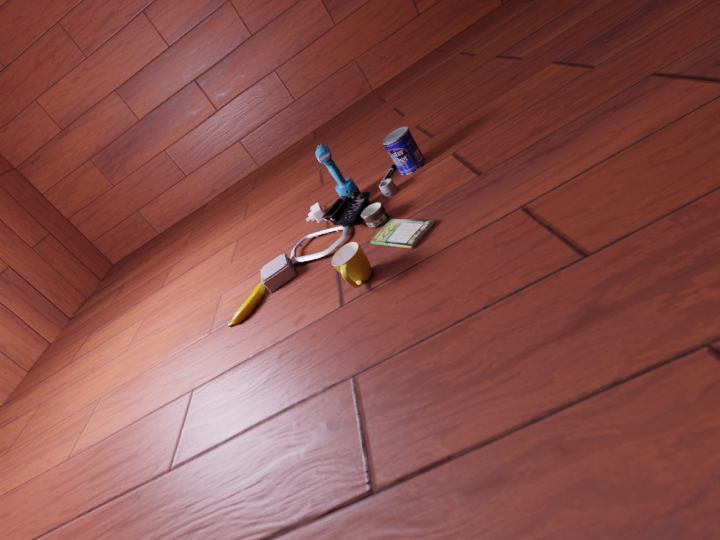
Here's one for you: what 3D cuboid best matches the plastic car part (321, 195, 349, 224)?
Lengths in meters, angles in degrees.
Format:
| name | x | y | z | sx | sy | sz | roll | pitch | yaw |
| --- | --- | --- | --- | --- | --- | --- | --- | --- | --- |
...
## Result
| name | x | y | z | sx | sy | sz | roll | pitch | yaw |
| --- | --- | --- | --- | --- | --- | --- | --- | --- | --- |
| plastic car part | -0.071 | -0.205 | 1.505 | 0.069 | 0.068 | 0.116 | 3 | 46 | 52 |

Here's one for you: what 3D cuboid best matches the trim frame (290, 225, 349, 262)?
| name | x | y | z | sx | sy | sz | roll | pitch | yaw |
| --- | --- | --- | --- | --- | --- | --- | --- | --- | --- |
| trim frame | -0.143 | -0.093 | 1.460 | 0.258 | 0.026 | 0.185 | -13 | 36 | 37 |

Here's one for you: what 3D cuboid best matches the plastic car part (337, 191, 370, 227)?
| name | x | y | z | sx | sy | sz | roll | pitch | yaw |
| --- | --- | --- | --- | --- | --- | --- | --- | --- | --- |
| plastic car part | -0.007 | -0.203 | 1.434 | 0.068 | 0.064 | 0.205 | -18 | 33 | 32 |

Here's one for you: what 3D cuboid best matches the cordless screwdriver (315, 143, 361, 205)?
| name | x | y | z | sx | sy | sz | roll | pitch | yaw |
| --- | --- | --- | --- | --- | --- | --- | --- | --- | --- |
| cordless screwdriver | -0.087 | -0.362 | 1.578 | 0.075 | 0.239 | 0.164 | -31 | 26 | 9 |
